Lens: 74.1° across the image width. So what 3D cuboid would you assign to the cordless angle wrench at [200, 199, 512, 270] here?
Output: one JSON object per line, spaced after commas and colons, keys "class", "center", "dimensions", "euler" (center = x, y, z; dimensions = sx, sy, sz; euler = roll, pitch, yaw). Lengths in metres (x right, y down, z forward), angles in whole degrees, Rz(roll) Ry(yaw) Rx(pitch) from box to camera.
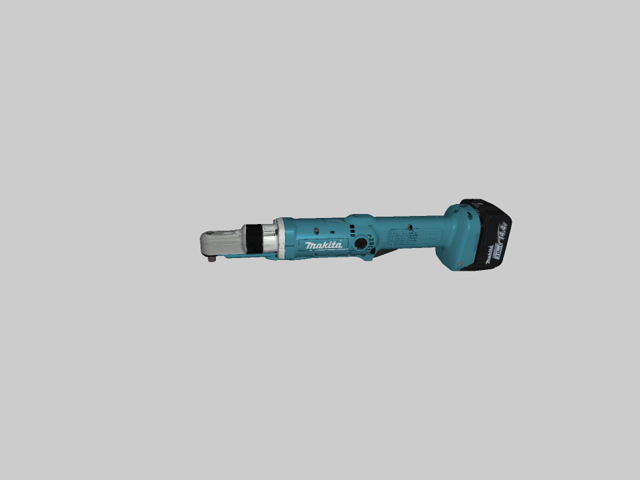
{"class": "cordless angle wrench", "center": [0.051, -0.004, 0.592], "dimensions": [0.423, 0.098, 0.074], "euler": [-2, 25, -11]}
